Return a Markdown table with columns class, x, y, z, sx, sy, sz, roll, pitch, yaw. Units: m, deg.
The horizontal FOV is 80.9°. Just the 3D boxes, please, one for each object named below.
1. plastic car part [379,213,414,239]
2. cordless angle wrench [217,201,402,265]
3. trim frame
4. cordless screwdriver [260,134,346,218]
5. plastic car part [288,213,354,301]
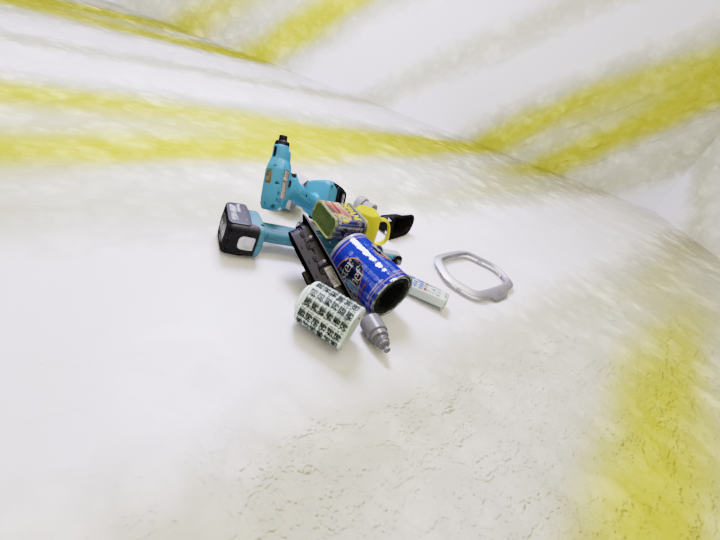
| class | x | y | z | sx | sy | sz | roll | pitch | yaw |
| --- | --- | --- | --- | --- | --- | --- | --- | --- | --- |
| plastic car part | 0.089 | -0.131 | 1.155 | 0.074 | 0.065 | 0.112 | 23 | 24 | 29 |
| cordless angle wrench | -0.089 | -0.058 | 0.914 | 0.406 | 0.074 | 0.103 | 9 | 33 | -26 |
| trim frame | 0.292 | 0.010 | 1.086 | 0.238 | 0.027 | 0.194 | -10 | 42 | -45 |
| cordless screwdriver | -0.125 | -0.196 | 0.960 | 0.078 | 0.159 | 0.237 | 8 | -1 | 31 |
| plastic car part | -0.082 | -0.010 | 0.799 | 0.066 | 0.065 | 0.209 | -23 | 71 | -8 |
